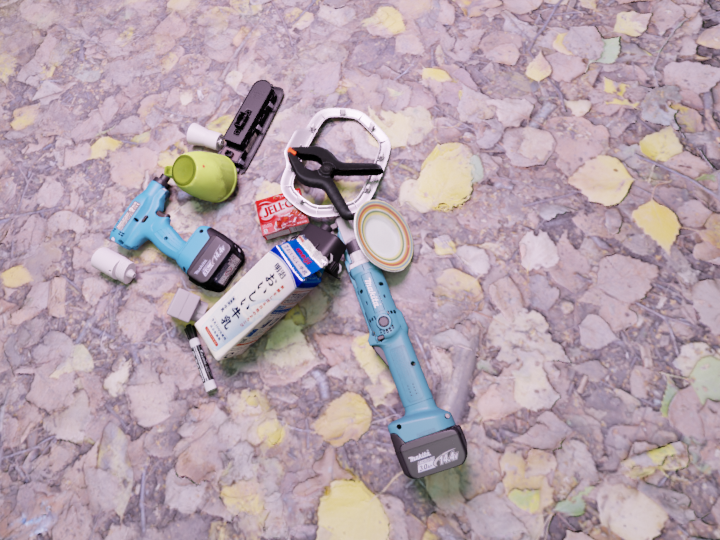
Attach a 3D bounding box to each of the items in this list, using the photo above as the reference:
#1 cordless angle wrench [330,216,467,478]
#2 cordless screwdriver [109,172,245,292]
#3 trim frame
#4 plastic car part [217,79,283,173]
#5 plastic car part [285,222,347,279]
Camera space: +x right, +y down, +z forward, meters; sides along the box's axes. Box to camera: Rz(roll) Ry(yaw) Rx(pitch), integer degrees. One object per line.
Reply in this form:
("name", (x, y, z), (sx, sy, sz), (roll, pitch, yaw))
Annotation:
("cordless angle wrench", (0.040, 0.089, 0.675), (0.099, 0.071, 0.438), (-24, 66, 7))
("cordless screwdriver", (-0.326, -0.074, 0.775), (0.257, 0.072, 0.159), (25, 78, 17))
("trim frame", (-0.047, -0.208, 0.788), (0.187, 0.027, 0.250), (20, 71, 8))
("plastic car part", (-0.222, -0.297, 0.837), (0.069, 0.064, 0.203), (20, 74, 17))
("plastic car part", (-0.071, -0.046, 0.723), (0.123, 0.062, 0.071), (33, 79, 37))
